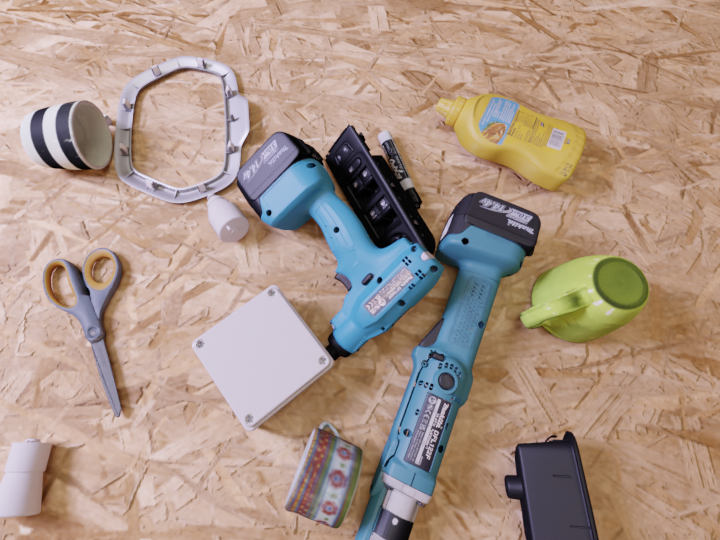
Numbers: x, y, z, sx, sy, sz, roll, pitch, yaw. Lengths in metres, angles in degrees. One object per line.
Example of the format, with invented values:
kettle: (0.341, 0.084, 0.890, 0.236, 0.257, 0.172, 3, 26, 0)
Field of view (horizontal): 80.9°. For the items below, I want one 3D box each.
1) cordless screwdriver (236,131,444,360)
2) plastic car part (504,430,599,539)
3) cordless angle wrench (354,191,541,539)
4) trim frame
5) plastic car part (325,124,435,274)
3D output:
cordless screwdriver: (-0.048, -0.031, 0.488, 0.160, 0.072, 0.257, -47, 72, 13)
plastic car part: (0.181, 0.222, 0.414, 0.072, 0.063, 0.119, -7, 66, 8)
cordless angle wrench: (0.082, 0.115, 0.446, 0.099, 0.073, 0.425, 23, 72, 5)
trim frame: (-0.246, -0.205, 0.586, 0.183, 0.027, 0.255, -6, 67, -5)
plastic car part: (0.030, -0.082, 0.527, 0.064, 0.067, 0.210, -3, 59, -47)
